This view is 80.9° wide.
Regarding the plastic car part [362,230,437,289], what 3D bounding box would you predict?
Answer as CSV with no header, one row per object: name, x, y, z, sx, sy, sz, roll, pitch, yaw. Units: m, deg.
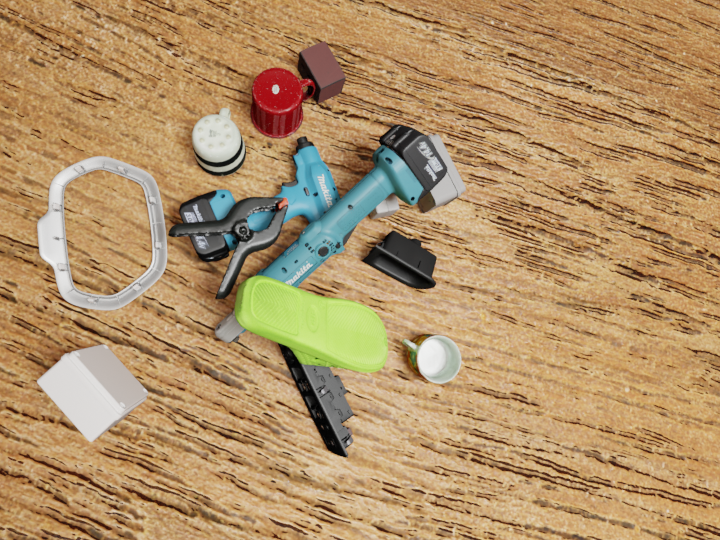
plastic car part,0.074,-0.024,0.696,0.115,0.066,0.071,27,65,-6

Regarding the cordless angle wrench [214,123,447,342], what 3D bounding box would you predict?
cordless angle wrench,-0.062,-0.040,0.633,0.424,0.078,0.093,-42,126,4

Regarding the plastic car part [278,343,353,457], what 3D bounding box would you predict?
plastic car part,-0.063,0.173,0.641,0.066,0.067,0.205,-30,85,-22

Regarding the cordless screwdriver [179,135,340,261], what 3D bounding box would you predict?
cordless screwdriver,-0.160,-0.116,0.676,0.245,0.075,0.161,-19,84,-14

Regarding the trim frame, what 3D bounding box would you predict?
trim frame,-0.402,-0.062,0.662,0.182,0.027,0.251,-9,83,-7
